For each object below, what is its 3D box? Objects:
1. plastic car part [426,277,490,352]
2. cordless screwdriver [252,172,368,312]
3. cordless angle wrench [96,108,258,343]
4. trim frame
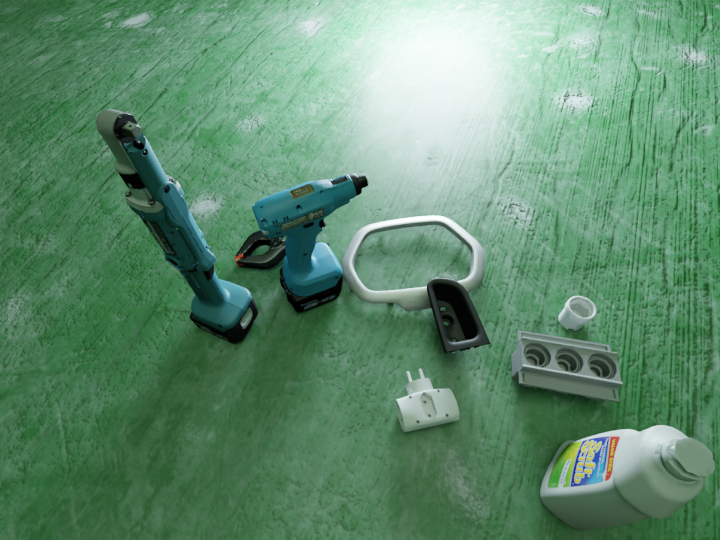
[{"bbox_3d":[0.139,0.075,0.649,0.066,0.068,0.121,-11,56,-4],"label":"plastic car part"},{"bbox_3d":[-0.063,-0.041,0.645,0.157,0.240,0.078,-22,59,-12],"label":"cordless screwdriver"},{"bbox_3d":[-0.226,-0.029,0.551,0.101,0.409,0.074,21,59,14],"label":"cordless angle wrench"},{"bbox_3d":[0.090,-0.018,0.743,0.249,0.026,0.191,-8,55,0],"label":"trim frame"}]
